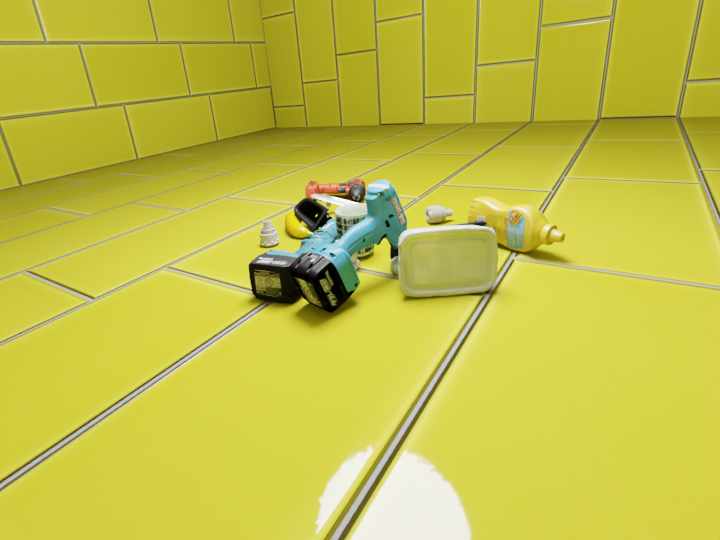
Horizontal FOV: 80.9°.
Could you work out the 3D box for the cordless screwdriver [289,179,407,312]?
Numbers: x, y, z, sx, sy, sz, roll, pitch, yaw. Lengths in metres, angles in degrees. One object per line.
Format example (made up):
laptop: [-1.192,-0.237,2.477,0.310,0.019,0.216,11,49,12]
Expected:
cordless screwdriver: [0.000,-0.029,0.756,0.078,0.152,0.247,16,55,46]

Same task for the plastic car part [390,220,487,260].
plastic car part: [0.155,-0.060,0.873,0.201,0.065,0.069,-9,14,-6]

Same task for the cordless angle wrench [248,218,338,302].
cordless angle wrench: [-0.090,-0.059,0.922,0.101,0.072,0.418,5,25,20]

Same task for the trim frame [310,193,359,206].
trim frame: [-0.018,-0.166,1.110,0.258,0.027,0.179,16,13,20]

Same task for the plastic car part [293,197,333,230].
plastic car part: [-0.112,-0.139,1.088,0.067,0.066,0.123,32,5,-44]
